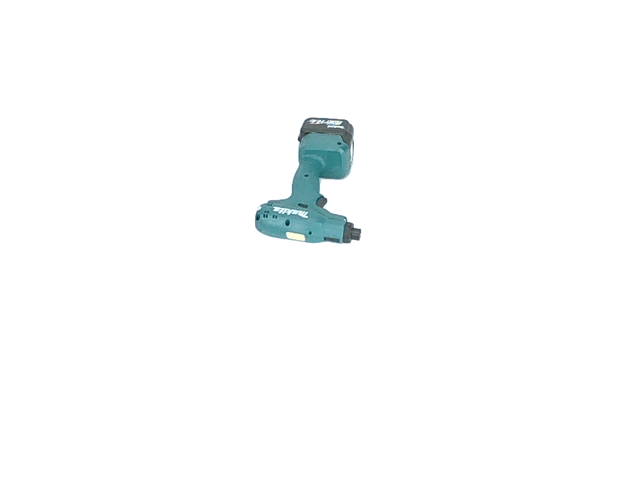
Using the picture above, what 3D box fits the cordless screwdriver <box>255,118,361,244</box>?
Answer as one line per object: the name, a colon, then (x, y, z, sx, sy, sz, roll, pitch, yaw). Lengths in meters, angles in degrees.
cordless screwdriver: (0.009, -0.095, 0.694, 0.160, 0.247, 0.074, 10, -37, 13)
